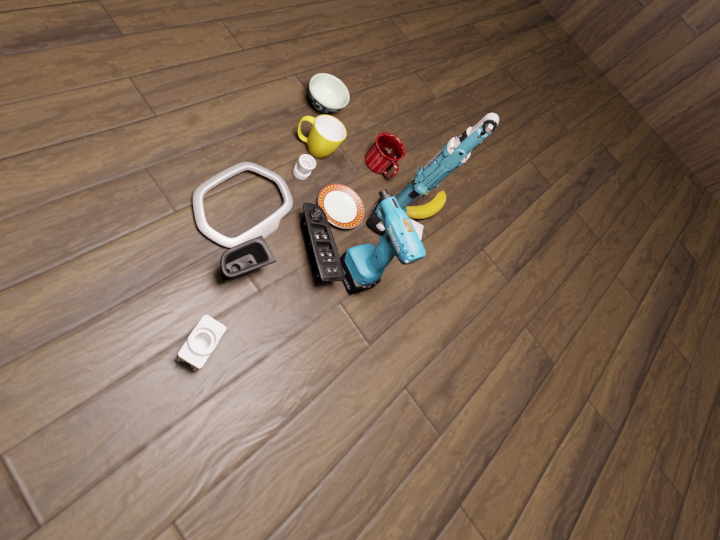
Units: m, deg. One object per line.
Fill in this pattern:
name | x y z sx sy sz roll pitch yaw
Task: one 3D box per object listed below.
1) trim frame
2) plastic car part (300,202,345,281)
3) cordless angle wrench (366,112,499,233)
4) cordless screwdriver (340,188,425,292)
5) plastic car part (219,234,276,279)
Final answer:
trim frame | -0.267 -0.153 0.971 0.185 0.028 0.245 46 55 2
plastic car part | -0.096 -0.063 0.982 0.064 0.068 0.208 -3 67 -29
cordless angle wrench | 0.152 -0.208 0.953 0.073 0.429 0.098 34 57 -12
cordless screwdriver | 0.030 -0.055 0.926 0.072 0.252 0.163 -13 75 -33
plastic car part | -0.248 -0.016 0.884 0.113 0.072 0.067 -26 81 -33
